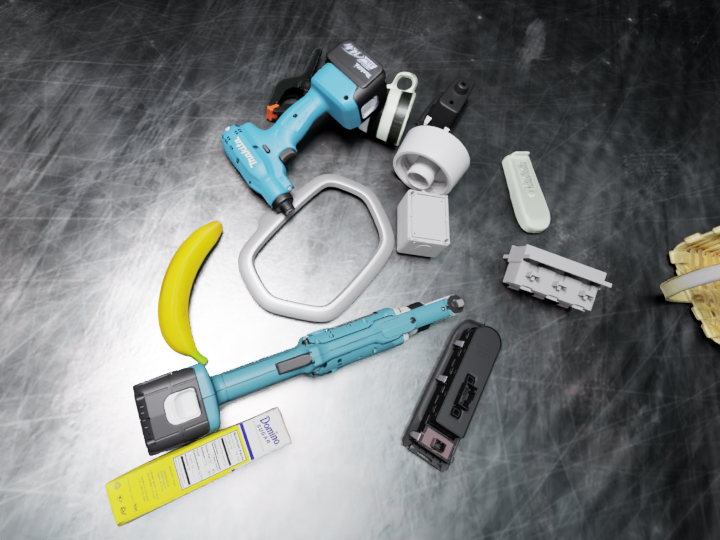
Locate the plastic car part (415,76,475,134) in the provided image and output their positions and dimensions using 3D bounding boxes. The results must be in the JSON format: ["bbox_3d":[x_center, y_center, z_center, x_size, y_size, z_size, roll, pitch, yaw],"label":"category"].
[{"bbox_3d":[0.158,-0.291,0.728,0.066,0.071,0.116,33,69,0],"label":"plastic car part"}]

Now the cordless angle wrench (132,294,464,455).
[{"bbox_3d":[-0.048,0.102,0.525,0.412,0.099,0.075,-17,83,-21],"label":"cordless angle wrench"}]

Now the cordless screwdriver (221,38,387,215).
[{"bbox_3d":[-0.067,-0.203,0.614,0.249,0.072,0.164,-37,74,1],"label":"cordless screwdriver"}]

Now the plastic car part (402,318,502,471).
[{"bbox_3d":[0.129,0.147,0.548,0.067,0.066,0.203,28,63,7],"label":"plastic car part"}]

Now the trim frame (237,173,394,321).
[{"bbox_3d":[-0.060,-0.039,0.610,0.186,0.027,0.247,38,69,6],"label":"trim frame"}]
